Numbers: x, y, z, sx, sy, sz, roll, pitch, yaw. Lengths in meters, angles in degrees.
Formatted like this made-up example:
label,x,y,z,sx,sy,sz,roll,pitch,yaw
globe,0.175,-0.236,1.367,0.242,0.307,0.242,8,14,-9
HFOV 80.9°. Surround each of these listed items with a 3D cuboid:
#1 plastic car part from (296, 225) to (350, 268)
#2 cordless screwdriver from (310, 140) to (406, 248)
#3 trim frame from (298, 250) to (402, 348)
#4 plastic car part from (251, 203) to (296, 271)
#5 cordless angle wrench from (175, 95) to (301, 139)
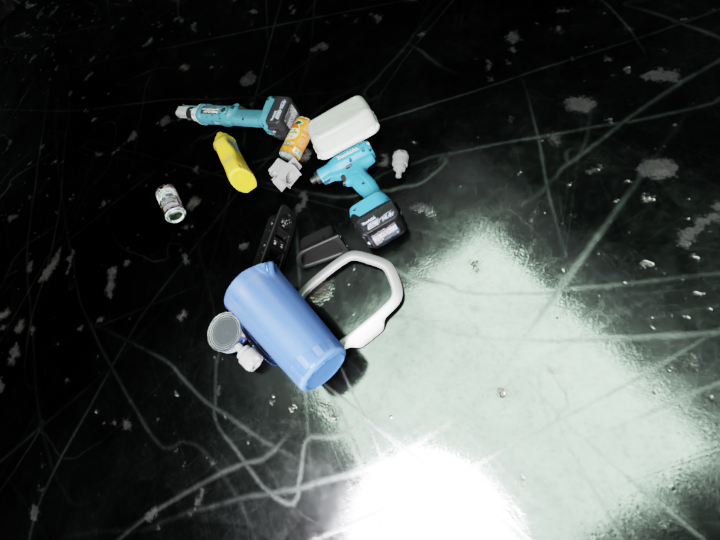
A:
label,x,y,z,sx,sy,sz,roll,pitch,yaw
plastic car part,-0.090,-0.059,0.923,0.119,0.062,0.073,-19,49,16
cordless screwdriver,-0.012,-0.162,0.924,0.161,0.070,0.259,-27,58,9
trim frame,-0.032,0.066,0.861,0.248,0.026,0.193,-39,59,0
plastic car part,-0.200,-0.051,0.962,0.070,0.063,0.204,1,69,48
cordless angle wrench,-0.366,-0.433,1.180,0.443,0.070,0.098,14,74,28
